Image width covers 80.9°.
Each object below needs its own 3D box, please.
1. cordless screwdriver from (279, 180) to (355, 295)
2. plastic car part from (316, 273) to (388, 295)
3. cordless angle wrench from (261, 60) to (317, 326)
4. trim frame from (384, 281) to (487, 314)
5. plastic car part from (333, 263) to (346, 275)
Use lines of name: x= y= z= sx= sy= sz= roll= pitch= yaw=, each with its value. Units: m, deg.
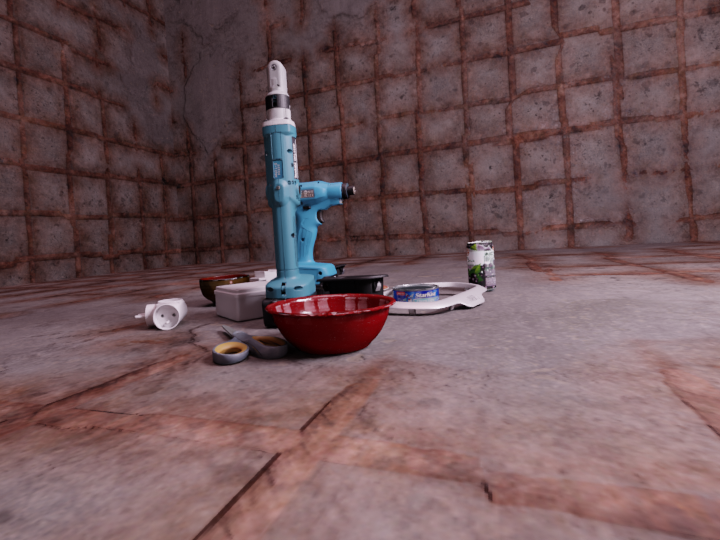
cordless screwdriver: x=-0.082 y=-0.054 z=0.844 sx=0.164 sy=0.248 sz=0.072 roll=-3 pitch=1 yaw=17
plastic car part: x=-0.008 y=0.042 z=0.702 sx=0.122 sy=0.071 sz=0.063 roll=0 pitch=4 yaw=43
cordless angle wrench: x=-0.124 y=-0.125 z=0.683 sx=0.075 sy=0.422 sz=0.097 roll=-4 pitch=1 yaw=7
trim frame: x=0.128 y=0.048 z=0.782 sx=0.193 sy=0.027 sz=0.238 roll=0 pitch=6 yaw=40
plastic car part: x=-0.116 y=0.025 z=1.015 sx=0.069 sy=0.067 sz=0.194 roll=-2 pitch=5 yaw=39
